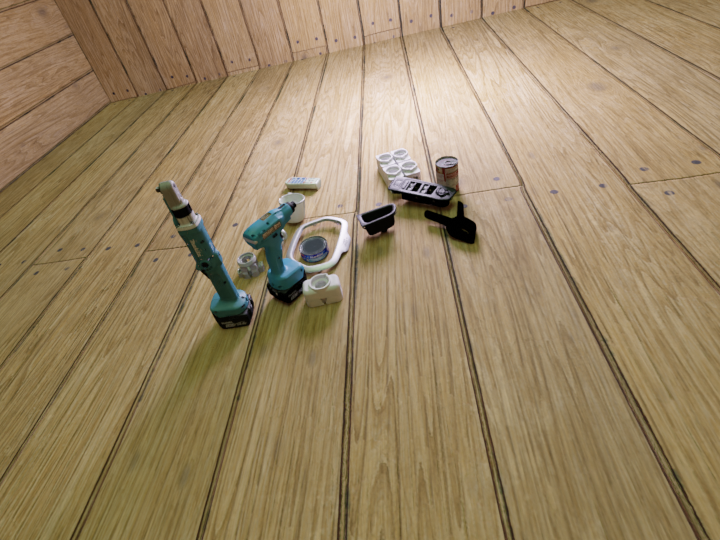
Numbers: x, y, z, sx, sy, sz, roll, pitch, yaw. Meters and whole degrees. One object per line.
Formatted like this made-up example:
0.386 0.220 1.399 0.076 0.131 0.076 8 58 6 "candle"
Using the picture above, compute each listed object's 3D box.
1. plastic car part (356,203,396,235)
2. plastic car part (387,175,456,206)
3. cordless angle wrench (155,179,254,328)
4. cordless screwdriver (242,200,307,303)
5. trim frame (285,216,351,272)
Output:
0.056 -0.141 1.232 0.116 0.068 0.069 -19 40 -3 "plastic car part"
0.189 -0.234 1.293 0.213 0.064 0.066 15 49 32 "plastic car part"
-0.359 -0.029 0.990 0.099 0.405 0.077 -9 39 6 "cordless angle wrench"
-0.196 -0.047 1.082 0.078 0.238 0.157 20 51 35 "cordless screwdriver"
-0.123 -0.080 1.258 0.189 0.026 0.253 -3 42 16 "trim frame"
